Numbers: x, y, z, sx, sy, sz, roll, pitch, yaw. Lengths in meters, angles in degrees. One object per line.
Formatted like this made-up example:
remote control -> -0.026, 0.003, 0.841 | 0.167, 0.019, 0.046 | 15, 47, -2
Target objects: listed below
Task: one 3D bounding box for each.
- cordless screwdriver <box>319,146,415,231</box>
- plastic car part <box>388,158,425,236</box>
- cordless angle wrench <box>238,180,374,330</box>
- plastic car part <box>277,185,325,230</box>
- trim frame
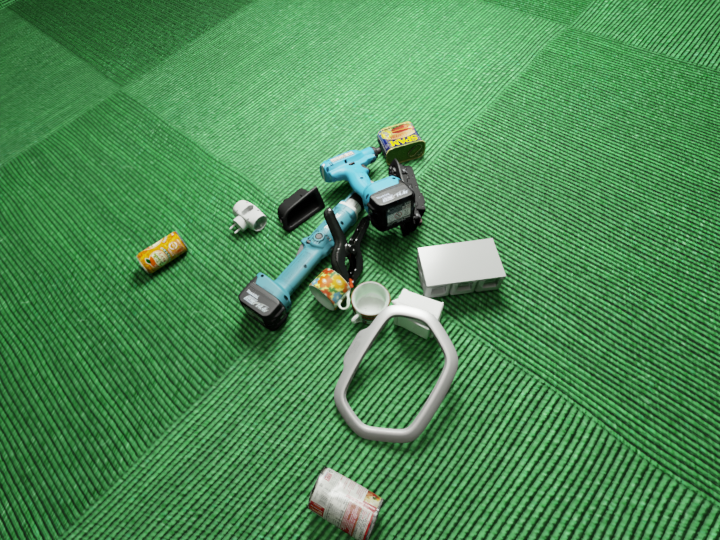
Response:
cordless screwdriver -> 0.033, -0.200, 0.944 | 0.157, 0.071, 0.263 | -27, 48, -17
plastic car part -> 0.109, -0.178, 0.974 | 0.066, 0.065, 0.211 | -8, 58, -10
cordless angle wrench -> -0.091, -0.059, 0.930 | 0.102, 0.071, 0.421 | 29, 65, 23
plastic car part -> -0.154, -0.154, 1.006 | 0.116, 0.063, 0.075 | -37, 47, -11
trim frame -> 0.059, 0.181, 0.749 | 0.191, 0.026, 0.248 | 29, 86, 19
